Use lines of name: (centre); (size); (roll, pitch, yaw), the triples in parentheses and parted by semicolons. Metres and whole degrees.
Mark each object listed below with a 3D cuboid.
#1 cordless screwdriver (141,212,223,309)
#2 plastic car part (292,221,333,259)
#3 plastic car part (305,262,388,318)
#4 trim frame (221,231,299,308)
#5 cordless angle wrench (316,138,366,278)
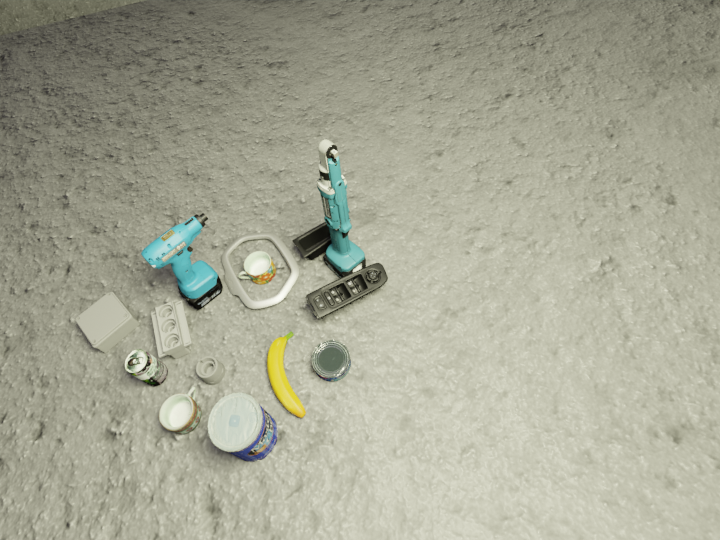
cordless screwdriver: (-0.395, -0.021, 1.006); (0.078, 0.239, 0.158); (38, 68, 24)
plastic car part: (-0.107, -0.070, 1.094); (0.115, 0.068, 0.069); (-31, 60, -12)
plastic car part: (-0.025, 0.052, 1.005); (0.201, 0.064, 0.069); (-28, 59, -10)
trim frame: (-0.267, -0.007, 1.104); (0.182, 0.026, 0.261); (-31, 58, -11)
cordless angle wrench: (-0.049, -0.118, 0.913); (0.073, 0.407, 0.103); (-37, 63, -18)
